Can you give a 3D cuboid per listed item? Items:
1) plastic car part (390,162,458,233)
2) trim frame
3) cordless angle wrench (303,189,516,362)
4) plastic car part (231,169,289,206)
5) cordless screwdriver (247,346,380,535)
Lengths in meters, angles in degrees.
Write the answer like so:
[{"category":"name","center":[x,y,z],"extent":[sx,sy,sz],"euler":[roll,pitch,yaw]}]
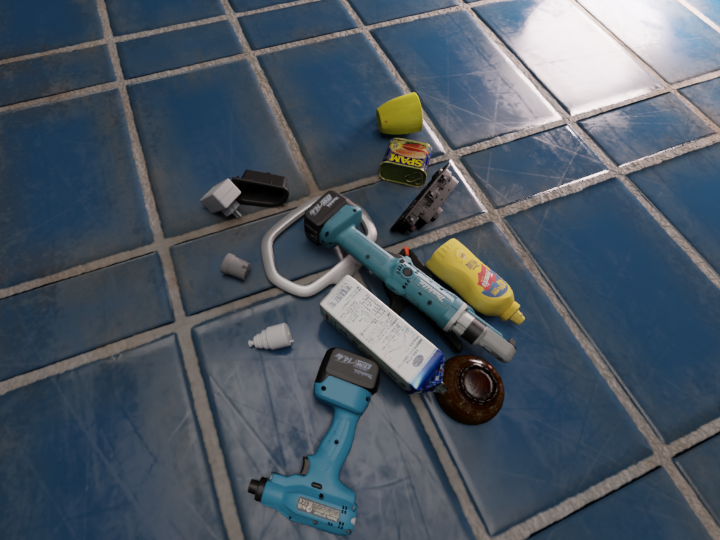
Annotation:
[{"category":"plastic car part","center":[0.145,-0.147,0.876],"extent":[0.067,0.066,0.202],"euler":[34,65,2]},{"category":"trim frame","center":[-0.082,-0.054,0.838],"extent":[0.191,0.027,0.245],"euler":[41,66,19]},{"category":"cordless angle wrench","center":[0.077,0.013,0.744],"extent":[0.439,0.072,0.097],"euler":[38,66,19]},{"category":"plastic car part","center":[-0.205,-0.179,0.886],"extent":[0.116,0.064,0.073],"euler":[6,48,-4]},{"category":"cordless screwdriver","center":[-0.063,0.246,0.652],"extent":[0.161,0.073,0.252],"euler":[13,66,4]}]
